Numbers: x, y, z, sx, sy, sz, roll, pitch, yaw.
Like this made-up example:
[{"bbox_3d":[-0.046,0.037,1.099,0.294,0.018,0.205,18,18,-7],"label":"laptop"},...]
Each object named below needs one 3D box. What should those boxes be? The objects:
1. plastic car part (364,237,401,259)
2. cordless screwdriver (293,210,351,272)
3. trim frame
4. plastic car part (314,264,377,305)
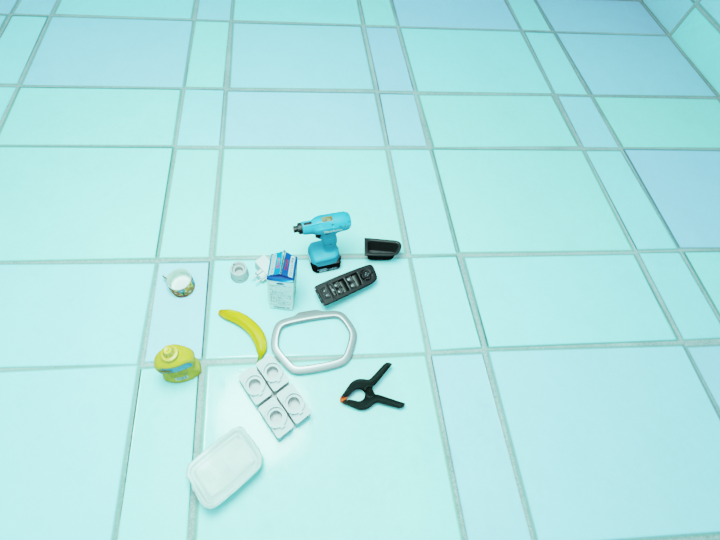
[{"bbox_3d":[0.066,-0.058,1.342,0.116,0.069,0.068,5,60,-4],"label":"plastic car part"},{"bbox_3d":[-0.121,-0.079,1.238,0.156,0.244,0.077,-10,64,-14],"label":"cordless screwdriver"},{"bbox_3d":[-0.131,0.196,1.201,0.245,0.027,0.191,-10,61,-11],"label":"trim frame"},{"bbox_3d":[-0.040,0.047,1.273,0.199,0.066,0.069,-25,67,-18],"label":"plastic car part"}]
